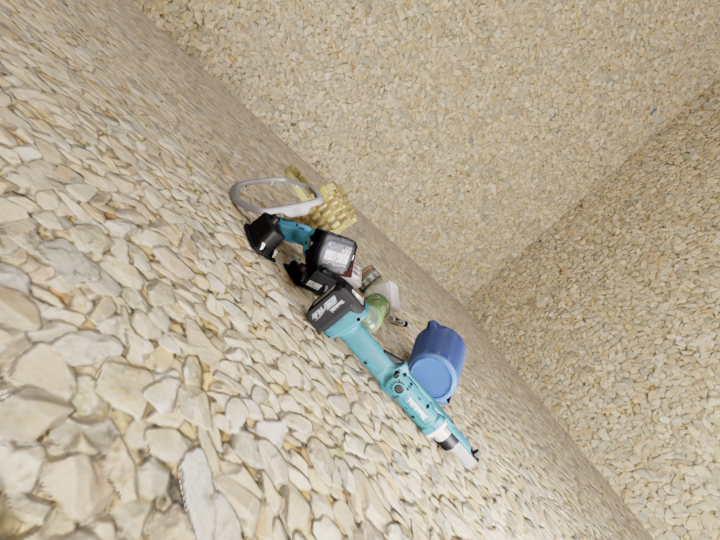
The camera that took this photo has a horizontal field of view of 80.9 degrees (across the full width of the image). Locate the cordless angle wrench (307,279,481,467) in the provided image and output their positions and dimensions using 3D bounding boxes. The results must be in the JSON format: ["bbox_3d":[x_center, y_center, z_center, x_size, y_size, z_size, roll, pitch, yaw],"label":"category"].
[{"bbox_3d":[0.070,0.205,0.784,0.421,0.098,0.074,49,11,-2],"label":"cordless angle wrench"}]

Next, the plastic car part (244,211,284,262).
[{"bbox_3d":[-0.198,-0.085,0.894,0.062,0.071,0.122,36,17,-44],"label":"plastic car part"}]

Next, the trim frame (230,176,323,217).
[{"bbox_3d":[-0.207,-0.185,1.051,0.239,0.027,0.194,-18,44,-42],"label":"trim frame"}]

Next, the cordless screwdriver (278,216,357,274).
[{"bbox_3d":[-0.093,-0.061,0.950,0.151,0.074,0.262,15,8,-35],"label":"cordless screwdriver"}]

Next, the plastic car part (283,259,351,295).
[{"bbox_3d":[-0.084,0.022,0.955,0.191,0.067,0.070,37,5,-48],"label":"plastic car part"}]
